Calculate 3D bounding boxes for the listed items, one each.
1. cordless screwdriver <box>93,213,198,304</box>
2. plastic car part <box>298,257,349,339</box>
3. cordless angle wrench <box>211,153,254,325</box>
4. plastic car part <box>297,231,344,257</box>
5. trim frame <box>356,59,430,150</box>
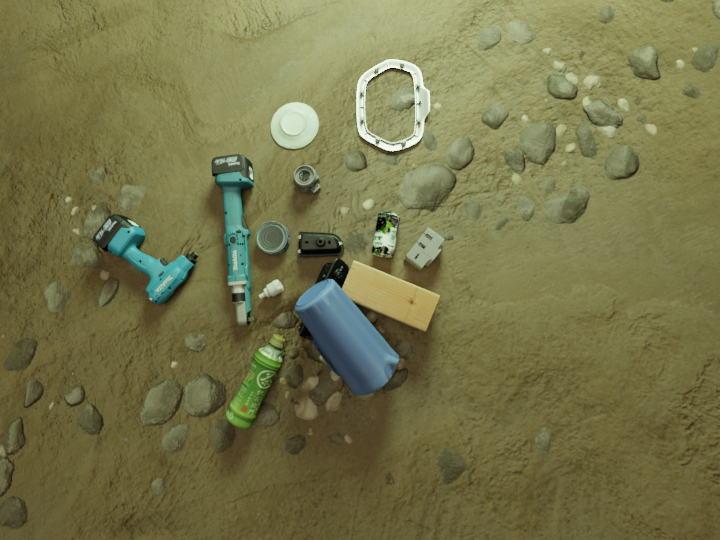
[{"bbox_3d":[-0.546,-0.050,1.086,0.252,0.073,0.159,42,88,6],"label":"cordless screwdriver"},{"bbox_3d":[-0.091,0.064,1.019,0.063,0.070,0.203,28,89,-34],"label":"plastic car part"},{"bbox_3d":[-0.310,-0.075,1.063,0.099,0.073,0.426,-6,84,5],"label":"cordless angle wrench"},{"bbox_3d":[-0.101,-0.066,1.033,0.118,0.069,0.066,1,85,9],"label":"plastic car part"},{"bbox_3d":[0.082,-0.426,1.082,0.186,0.027,0.251,0,81,6],"label":"trim frame"}]
